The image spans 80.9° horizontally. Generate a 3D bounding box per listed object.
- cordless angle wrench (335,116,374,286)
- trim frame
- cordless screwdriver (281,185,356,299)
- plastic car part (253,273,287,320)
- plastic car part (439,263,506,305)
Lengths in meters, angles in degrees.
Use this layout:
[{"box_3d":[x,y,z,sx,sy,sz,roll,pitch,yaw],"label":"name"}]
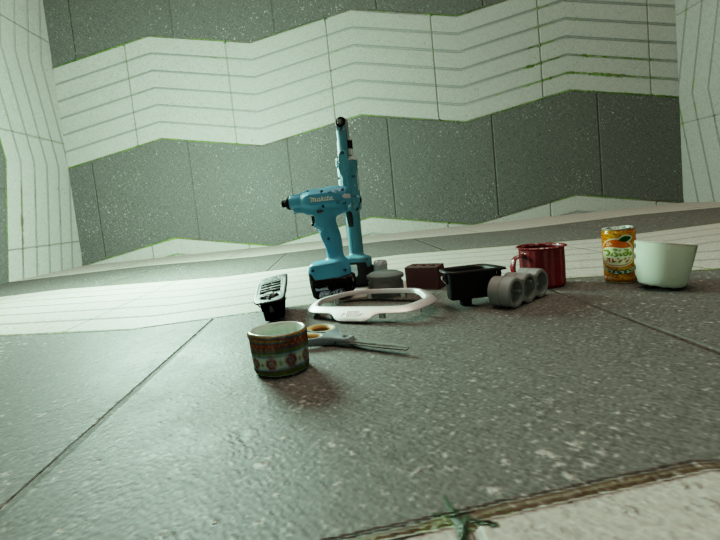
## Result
[{"box_3d":[-0.026,-0.173,1.071,0.076,0.420,0.096,-4,5,18],"label":"cordless angle wrench"},{"box_3d":[0.020,0.062,0.799,0.259,0.027,0.178,-2,10,28],"label":"trim frame"},{"box_3d":[-0.094,-0.061,0.959,0.164,0.247,0.073,-4,5,18],"label":"cordless screwdriver"},{"box_3d":[-0.177,0.055,0.852,0.066,0.066,0.206,-7,8,-8],"label":"plastic car part"},{"box_3d":[0.195,0.026,0.763,0.113,0.070,0.068,-9,7,-21],"label":"plastic car part"}]
